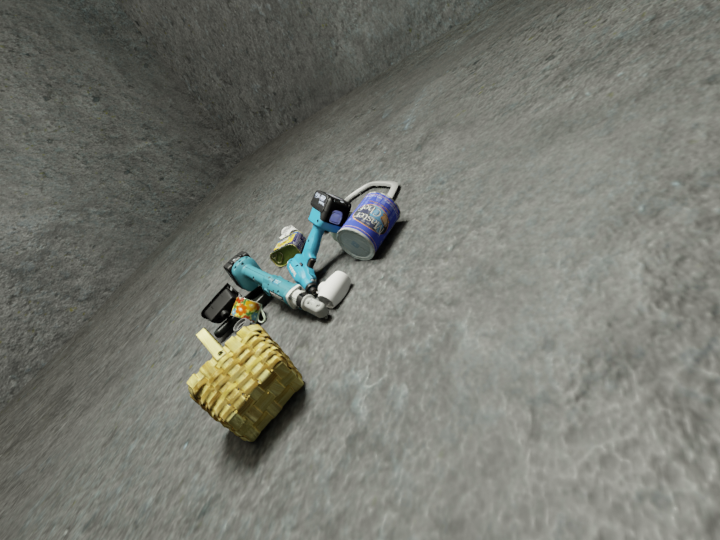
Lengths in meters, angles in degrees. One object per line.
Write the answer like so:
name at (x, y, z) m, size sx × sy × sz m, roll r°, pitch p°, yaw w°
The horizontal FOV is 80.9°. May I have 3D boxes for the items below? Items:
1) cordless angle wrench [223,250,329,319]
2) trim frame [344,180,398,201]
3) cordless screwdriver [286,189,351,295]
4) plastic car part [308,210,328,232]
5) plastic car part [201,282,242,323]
cordless angle wrench at (-0.218, 0.040, 1.075) m, size 0.073 × 0.093 × 0.447 m, roll -43°, pitch 36°, yaw -23°
trim frame at (0.015, -0.208, 1.270) m, size 0.183 × 0.026 × 0.261 m, roll -45°, pitch 30°, yaw -13°
cordless screwdriver at (-0.104, -0.068, 1.068) m, size 0.247 × 0.071 × 0.168 m, roll -64°, pitch 34°, yaw 15°
plastic car part at (-0.121, -0.162, 1.338) m, size 0.067 × 0.064 × 0.212 m, roll -61°, pitch 26°, yaw 12°
plastic car part at (-0.379, 0.105, 1.173) m, size 0.116 × 0.062 × 0.075 m, roll -49°, pitch 39°, yaw -11°
